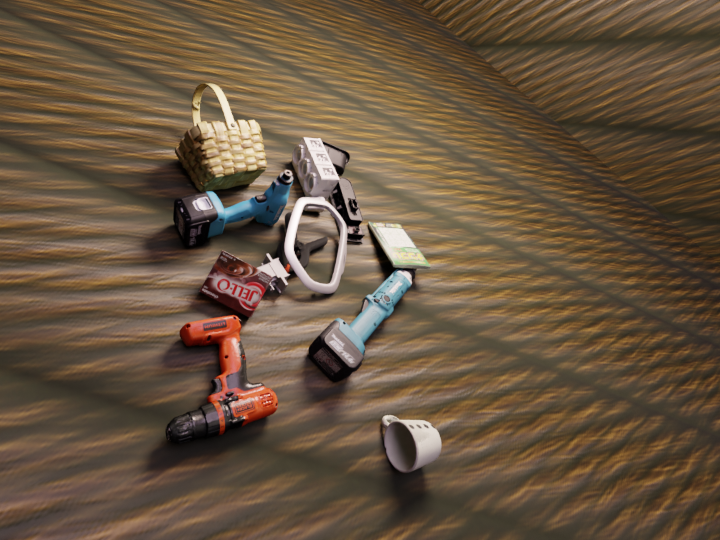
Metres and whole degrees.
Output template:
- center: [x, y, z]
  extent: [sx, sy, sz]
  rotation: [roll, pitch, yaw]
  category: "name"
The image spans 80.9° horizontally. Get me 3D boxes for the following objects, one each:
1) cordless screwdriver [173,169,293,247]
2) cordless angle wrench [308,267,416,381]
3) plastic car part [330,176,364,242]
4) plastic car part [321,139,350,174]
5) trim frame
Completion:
- center: [-0.259, -0.139, 0.891]
  extent: [0.240, 0.160, 0.077]
  rotation: [-19, 69, -37]
  category: "cordless screwdriver"
- center: [0.043, 0.076, 0.953]
  extent: [0.099, 0.075, 0.416]
  rotation: [42, 43, 4]
  category: "cordless angle wrench"
- center: [-0.036, -0.170, 1.114]
  extent: [0.064, 0.066, 0.211]
  rotation: [-2, 53, -24]
  category: "plastic car part"
- center: [-0.084, -0.313, 1.208]
  extent: [0.112, 0.067, 0.072]
  rotation: [19, 63, -21]
  category: "plastic car part"
- center: [-0.095, -0.062, 0.973]
  extent: [0.175, 0.028, 0.254]
  rotation: [32, 47, -30]
  category: "trim frame"
